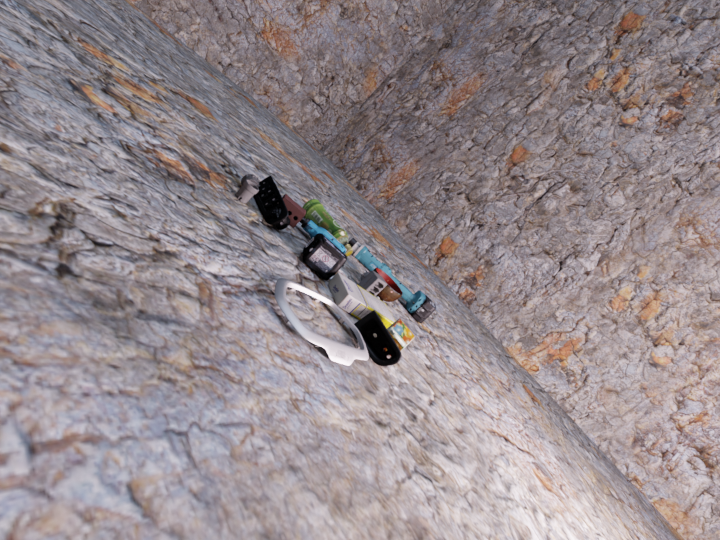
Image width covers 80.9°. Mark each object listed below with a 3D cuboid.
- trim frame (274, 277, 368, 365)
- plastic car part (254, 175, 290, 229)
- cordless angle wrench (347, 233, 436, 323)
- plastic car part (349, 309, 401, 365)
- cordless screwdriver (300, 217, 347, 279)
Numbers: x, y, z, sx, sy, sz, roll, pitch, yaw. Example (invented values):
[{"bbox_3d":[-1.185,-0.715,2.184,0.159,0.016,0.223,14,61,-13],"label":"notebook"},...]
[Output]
[{"bbox_3d":[-0.072,0.095,0.789,0.234,0.028,0.194,33,15,-47],"label":"trim frame"},{"bbox_3d":[-0.228,-0.167,1.093,0.214,0.066,0.064,57,-8,49],"label":"plastic car part"},{"bbox_3d":[0.074,0.003,1.451,0.428,0.074,0.096,43,13,5],"label":"cordless angle wrench"},{"bbox_3d":[0.041,0.154,0.887,0.122,0.066,0.068,54,2,27],"label":"plastic car part"},{"bbox_3d":[-0.109,-0.071,1.112,0.157,0.074,0.251,42,9,-9],"label":"cordless screwdriver"}]
